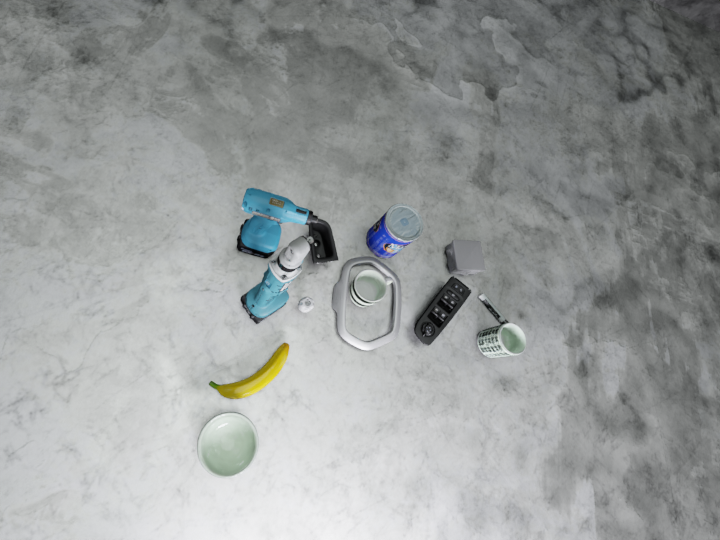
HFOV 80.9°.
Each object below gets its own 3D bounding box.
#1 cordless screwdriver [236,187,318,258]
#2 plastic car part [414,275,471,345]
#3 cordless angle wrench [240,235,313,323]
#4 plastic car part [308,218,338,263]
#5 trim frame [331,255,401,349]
[{"bbox_3d":[-0.200,-0.099,0.968,0.156,0.251,0.075,17,68,-14],"label":"cordless screwdriver"},{"bbox_3d":[0.202,0.109,1.105,0.066,0.067,0.201,42,65,-1],"label":"plastic car part"},{"bbox_3d":[-0.166,0.021,0.835,0.096,0.426,0.075,-34,87,-26],"label":"cordless angle wrench"},{"bbox_3d":[-0.106,-0.069,1.082,0.064,0.071,0.119,-6,73,-20],"label":"plastic car part"},{"bbox_3d":[0.019,0.079,1.085,0.180,0.027,0.253,10,68,-12],"label":"trim frame"}]
